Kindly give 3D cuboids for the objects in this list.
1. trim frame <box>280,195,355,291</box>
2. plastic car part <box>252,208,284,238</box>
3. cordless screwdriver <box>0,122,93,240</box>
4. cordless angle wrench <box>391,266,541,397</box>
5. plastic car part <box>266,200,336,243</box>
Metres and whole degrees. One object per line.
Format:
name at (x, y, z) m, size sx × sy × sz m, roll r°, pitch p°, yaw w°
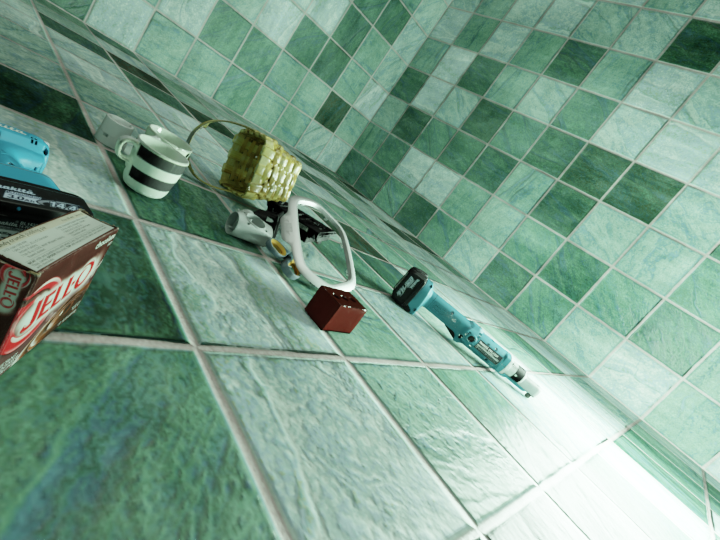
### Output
trim frame at (-0.084, -0.055, 0.855) m, size 0.174 × 0.028 × 0.258 m, roll 25°, pitch 40°, yaw -38°
plastic car part at (-0.199, -0.099, 0.864) m, size 0.070 × 0.065 × 0.119 m, roll 19°, pitch 13°, yaw -10°
cordless screwdriver at (-0.356, -0.088, 0.385) m, size 0.263 × 0.074 × 0.151 m, roll 39°, pitch 13°, yaw 34°
cordless angle wrench at (0.267, 0.159, 1.037) m, size 0.427 × 0.098 × 0.073 m, roll 40°, pitch 16°, yaw 5°
plastic car part at (-0.154, -0.115, 0.987) m, size 0.213 × 0.066 × 0.064 m, roll 37°, pitch 31°, yaw 26°
